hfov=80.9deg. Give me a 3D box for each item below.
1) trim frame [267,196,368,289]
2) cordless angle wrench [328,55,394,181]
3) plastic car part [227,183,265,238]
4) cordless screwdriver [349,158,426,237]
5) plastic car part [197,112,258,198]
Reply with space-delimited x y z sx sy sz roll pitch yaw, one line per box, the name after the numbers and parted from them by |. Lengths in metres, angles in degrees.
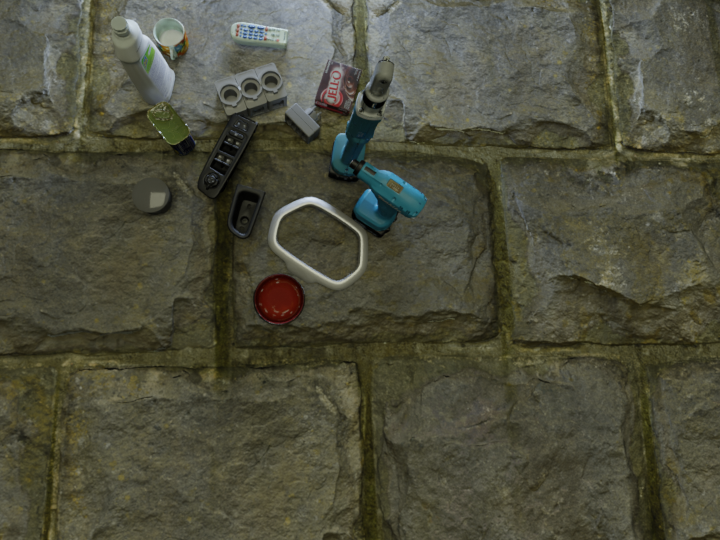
-0.096 -0.063 0.984 0.248 0.027 0.184 32 81 0 | trim frame
-0.001 -0.275 0.822 0.073 0.425 0.098 9 84 -9 | cordless angle wrench
-0.262 -0.125 0.957 0.065 0.071 0.117 16 81 -6 | plastic car part
0.030 -0.152 0.895 0.159 0.250 0.074 35 80 -4 | cordless screwdriver
-0.308 -0.257 0.974 0.066 0.067 0.203 27 81 -4 | plastic car part
